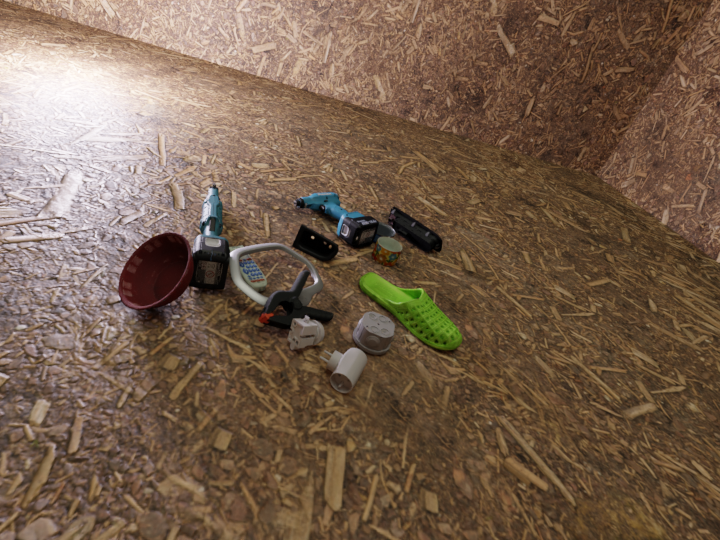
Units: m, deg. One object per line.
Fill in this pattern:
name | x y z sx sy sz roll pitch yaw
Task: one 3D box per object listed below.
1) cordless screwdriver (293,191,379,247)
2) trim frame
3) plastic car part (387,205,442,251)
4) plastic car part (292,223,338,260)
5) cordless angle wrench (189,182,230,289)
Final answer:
cordless screwdriver | -0.075 -0.159 1.245 0.153 0.073 0.263 -11 38 -38
trim frame | -0.183 0.009 0.935 0.191 0.027 0.239 45 29 19
plastic car part | 0.162 -0.121 1.313 0.212 0.065 0.065 34 44 24
plastic car part | -0.109 -0.071 1.110 0.118 0.065 0.070 27 17 7
cordless angle wrench | -0.359 -0.109 1.019 0.072 0.097 0.442 7 29 -22
